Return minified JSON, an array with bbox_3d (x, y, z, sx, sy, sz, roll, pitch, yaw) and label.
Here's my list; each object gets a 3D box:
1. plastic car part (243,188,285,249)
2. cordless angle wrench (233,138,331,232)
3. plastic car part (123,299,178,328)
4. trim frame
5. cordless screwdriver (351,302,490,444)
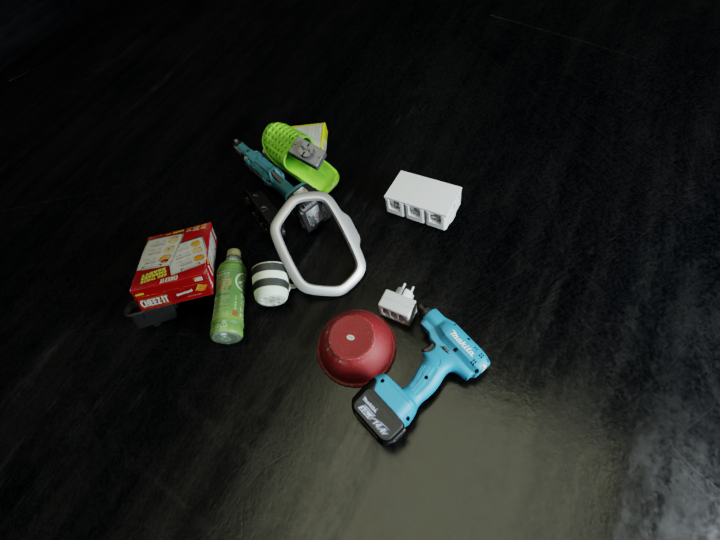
[{"bbox_3d":[-0.241,-0.146,1.071,0.066,0.064,0.214,-31,55,-20],"label":"plastic car part"},{"bbox_3d":[-0.235,-0.251,1.130,0.074,0.093,0.447,-38,52,-13],"label":"cordless angle wrench"},{"bbox_3d":[-0.468,0.094,0.964,0.114,0.068,0.069,-21,37,-15],"label":"plastic car part"},{"bbox_3d":[-0.092,-0.060,0.936,0.182,0.027,0.253,-27,80,-9],"label":"trim frame"},{"bbox_3d":[0.088,0.178,0.758,0.246,0.072,0.166,-36,63,-14],"label":"cordless screwdriver"}]
